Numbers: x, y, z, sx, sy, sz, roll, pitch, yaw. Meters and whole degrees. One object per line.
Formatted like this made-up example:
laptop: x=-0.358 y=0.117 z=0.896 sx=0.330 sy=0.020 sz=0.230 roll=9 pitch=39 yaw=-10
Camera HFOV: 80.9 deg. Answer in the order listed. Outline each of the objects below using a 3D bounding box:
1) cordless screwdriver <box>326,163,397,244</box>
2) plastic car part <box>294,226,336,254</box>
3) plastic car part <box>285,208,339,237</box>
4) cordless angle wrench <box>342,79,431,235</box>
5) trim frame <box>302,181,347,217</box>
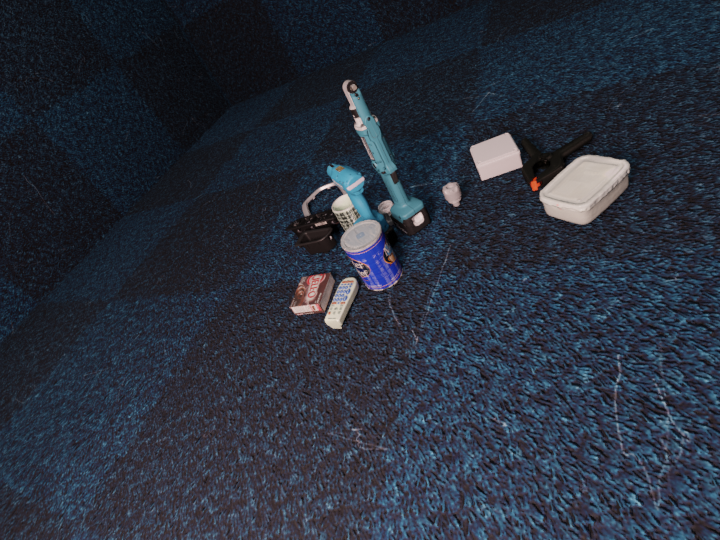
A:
cordless screwdriver: x=-0.006 y=-0.168 z=1.099 sx=0.074 sy=0.237 sz=0.168 roll=-36 pitch=35 yaw=-7
plastic car part: x=-0.120 y=-0.078 z=1.224 sx=0.121 sy=0.067 sz=0.066 roll=-5 pitch=43 yaw=33
plastic car part: x=-0.141 y=-0.144 z=1.318 sx=0.211 sy=0.064 sz=0.067 roll=-6 pitch=43 yaw=32
cordless angle wrench: x=0.057 y=-0.266 z=1.025 sx=0.074 sy=0.403 sz=0.103 roll=-35 pitch=34 yaw=-6
trim frame: x=-0.107 y=-0.226 z=1.418 sx=0.185 sy=0.026 sz=0.260 roll=-31 pitch=36 yaw=3
